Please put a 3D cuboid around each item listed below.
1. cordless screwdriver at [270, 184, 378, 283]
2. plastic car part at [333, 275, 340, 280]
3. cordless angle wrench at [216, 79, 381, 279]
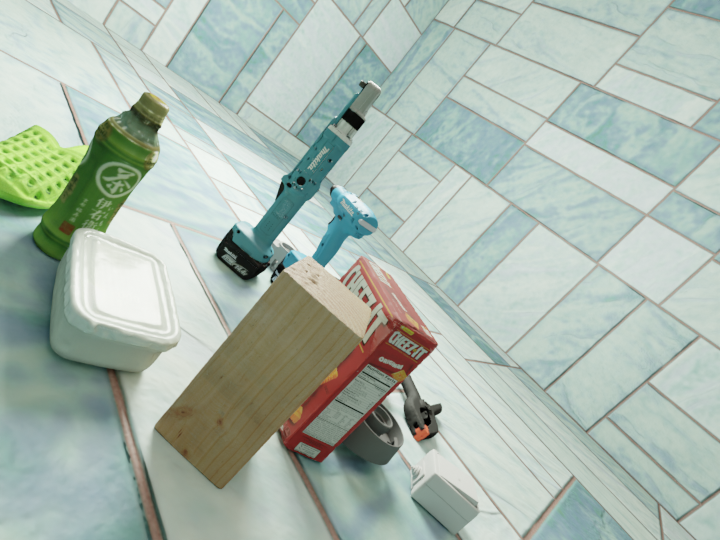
[{"bbox_3d":[-0.085,-0.056,0.870,0.070,0.249,0.168,29,17,-43],"label":"cordless screwdriver"},{"bbox_3d":[-0.050,0.075,0.935,0.123,0.071,0.062,49,15,34],"label":"plastic car part"},{"bbox_3d":[-0.107,-0.165,0.782,0.098,0.424,0.074,41,13,0],"label":"cordless angle wrench"}]
